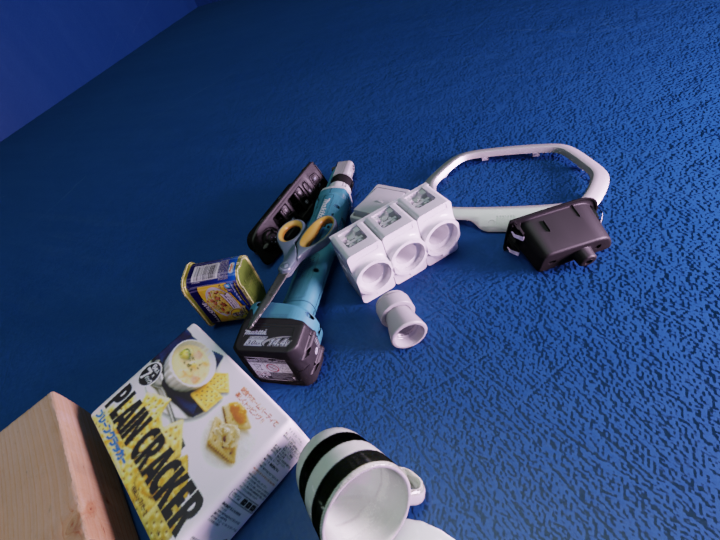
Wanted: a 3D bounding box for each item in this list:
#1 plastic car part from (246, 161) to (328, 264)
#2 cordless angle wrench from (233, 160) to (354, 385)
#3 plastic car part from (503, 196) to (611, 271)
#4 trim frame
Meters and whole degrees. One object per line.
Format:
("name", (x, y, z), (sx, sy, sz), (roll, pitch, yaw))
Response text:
("plastic car part", (-0.131, -0.099, 0.721), (0.070, 0.063, 0.203), (0, 48, 36))
("cordless angle wrench", (-0.062, -0.040, 0.632), (0.101, 0.071, 0.429), (-4, 45, 19))
("plastic car part", (0.243, -0.036, 0.503), (0.117, 0.063, 0.074), (-16, 58, 4))
("trim frame", (0.215, -0.127, 0.620), (0.258, 0.026, 0.186), (2, 48, 23))
